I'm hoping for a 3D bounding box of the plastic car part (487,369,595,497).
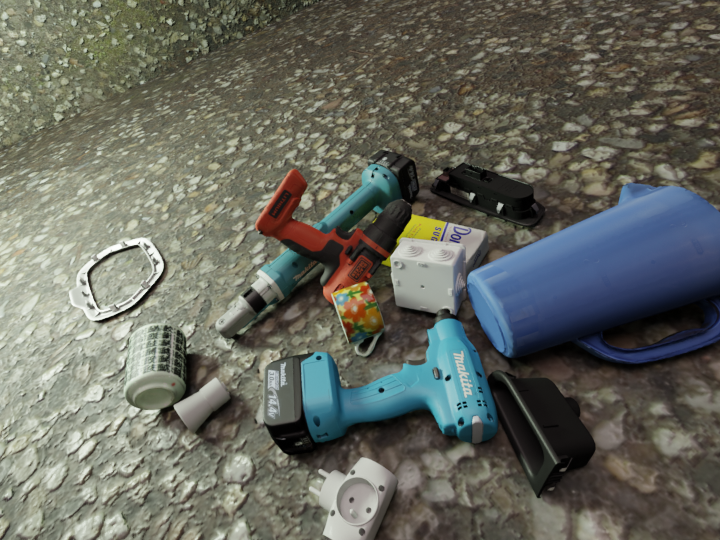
[{"bbox_3d":[0.183,0.147,0.420,0.070,0.064,0.121,-4,39,-5],"label":"plastic car part"}]

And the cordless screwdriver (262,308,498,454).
[{"bbox_3d":[0.014,0.124,0.499,0.252,0.071,0.164,-9,42,7],"label":"cordless screwdriver"}]

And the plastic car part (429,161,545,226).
[{"bbox_3d":[0.209,-0.137,0.701,0.065,0.064,0.215,-30,44,-22],"label":"plastic car part"}]

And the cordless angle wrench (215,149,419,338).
[{"bbox_3d":[-0.068,-0.045,0.698,0.419,0.093,0.079,-43,50,-18],"label":"cordless angle wrench"}]

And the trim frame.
[{"bbox_3d":[-0.499,0.008,0.863,0.182,0.026,0.263,-37,46,-16],"label":"trim frame"}]
